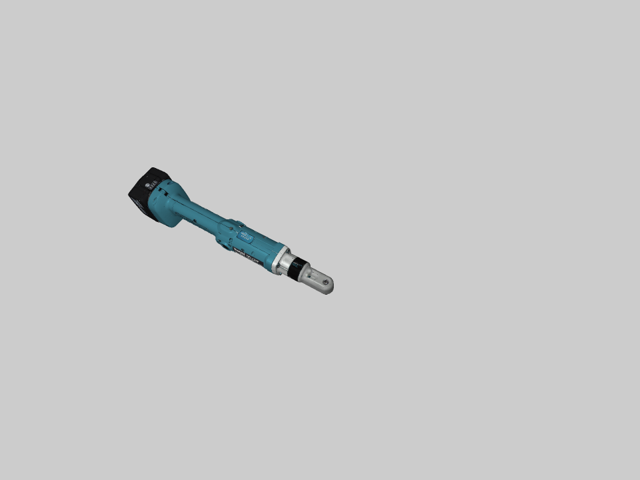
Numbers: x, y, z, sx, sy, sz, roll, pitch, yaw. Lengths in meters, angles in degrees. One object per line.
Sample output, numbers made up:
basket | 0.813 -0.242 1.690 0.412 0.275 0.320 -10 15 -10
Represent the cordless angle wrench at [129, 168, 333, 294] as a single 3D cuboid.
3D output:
cordless angle wrench | -0.162 -0.008 0.786 0.423 0.074 0.098 26 -22 15
